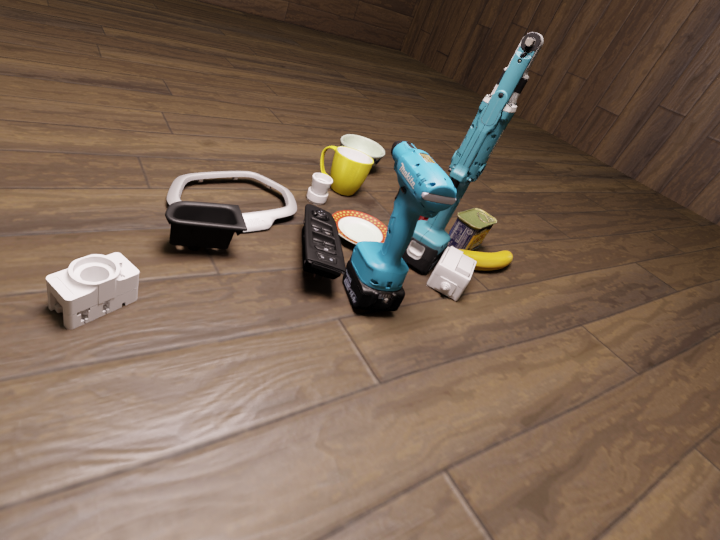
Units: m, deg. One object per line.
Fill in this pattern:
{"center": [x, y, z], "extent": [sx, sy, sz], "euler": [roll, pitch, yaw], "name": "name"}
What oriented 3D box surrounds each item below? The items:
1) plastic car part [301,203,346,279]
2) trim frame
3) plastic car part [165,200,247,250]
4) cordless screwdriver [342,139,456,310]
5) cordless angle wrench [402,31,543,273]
{"center": [-0.070, -0.046, 0.719], "extent": [0.065, 0.066, 0.210], "euler": [11, 35, -16], "name": "plastic car part"}
{"center": [-0.236, -0.136, 0.794], "extent": [0.238, 0.027, 0.194], "euler": [-13, 46, -39], "name": "trim frame"}
{"center": [-0.243, -0.062, 0.650], "extent": [0.112, 0.070, 0.069], "euler": [-1, 40, -29], "name": "plastic car part"}
{"center": [0.045, -0.066, 0.645], "extent": [0.072, 0.246, 0.167], "euler": [7, 37, -24], "name": "cordless screwdriver"}
{"center": [0.183, -0.182, 0.722], "extent": [0.077, 0.418, 0.095], "euler": [36, 35, 17], "name": "cordless angle wrench"}
